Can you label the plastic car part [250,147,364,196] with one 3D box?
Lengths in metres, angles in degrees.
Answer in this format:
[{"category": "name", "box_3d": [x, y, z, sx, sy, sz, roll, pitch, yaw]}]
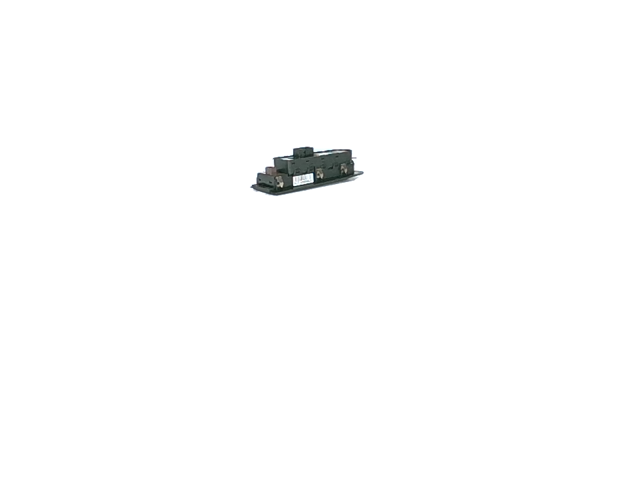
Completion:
[{"category": "plastic car part", "box_3d": [-0.014, -0.116, 0.683, 0.201, 0.067, 0.067, -14, 15, -40]}]
